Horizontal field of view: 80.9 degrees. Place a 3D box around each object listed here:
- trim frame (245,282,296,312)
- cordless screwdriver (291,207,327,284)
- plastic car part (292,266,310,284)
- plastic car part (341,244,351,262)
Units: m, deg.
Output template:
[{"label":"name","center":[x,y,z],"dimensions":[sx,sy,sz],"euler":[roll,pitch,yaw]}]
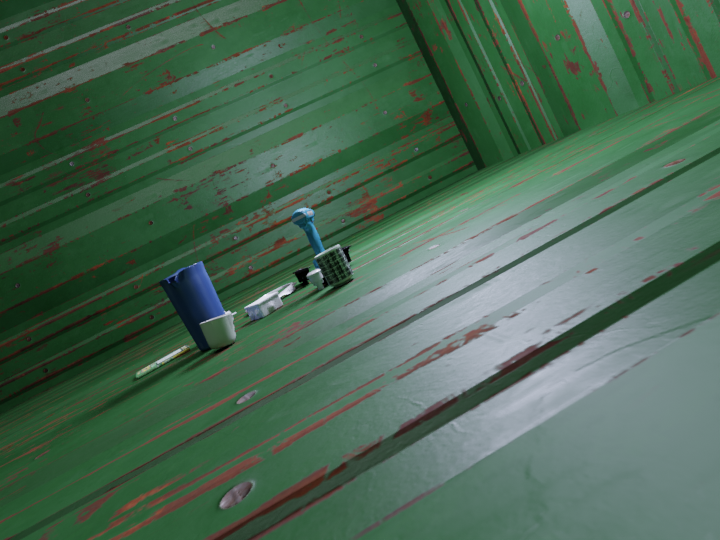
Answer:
[{"label":"trim frame","center":[-0.328,0.101,1.572],"dimensions":[0.188,0.027,0.245],"euler":[-24,8,21]},{"label":"cordless screwdriver","center":[-0.132,-0.086,1.350],"dimensions":[0.075,0.247,0.158],"euler":[-26,4,13]},{"label":"plastic car part","center":[-0.220,0.019,1.614],"dimensions":[0.066,0.066,0.206],"euler":[-27,7,-9]},{"label":"plastic car part","center":[-0.074,-0.041,1.516],"dimensions":[0.064,0.070,0.120],"euler":[-29,7,-31]}]
